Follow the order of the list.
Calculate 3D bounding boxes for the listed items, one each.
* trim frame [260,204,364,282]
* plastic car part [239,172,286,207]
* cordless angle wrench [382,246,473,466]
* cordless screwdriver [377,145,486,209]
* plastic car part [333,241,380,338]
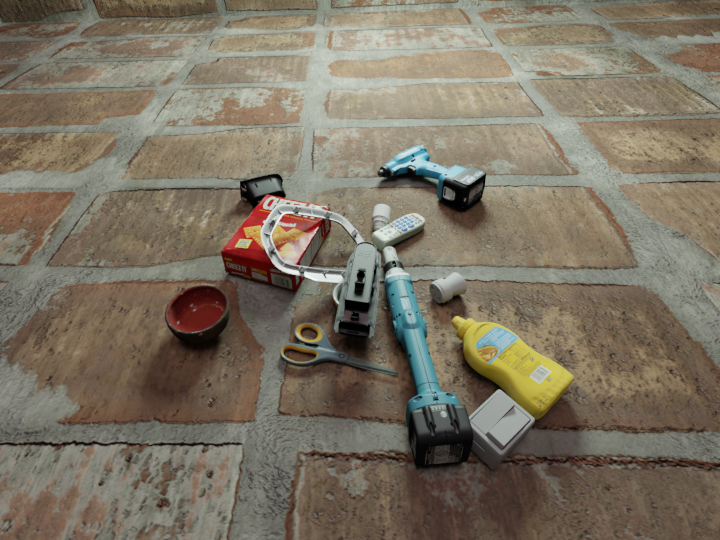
[{"bbox_3d":[-0.083,-0.055,0.853,0.237,0.028,0.190,7,55,-31],"label":"trim frame"},{"bbox_3d":[-0.238,-0.196,1.064,0.114,0.065,0.074,-17,62,-19],"label":"plastic car part"},{"bbox_3d":[0.084,0.099,0.721,0.074,0.094,0.439,-7,41,-3],"label":"cordless angle wrench"},{"bbox_3d":[0.174,-0.235,1.066,0.156,0.072,0.263,-30,47,-25],"label":"cordless screwdriver"},{"bbox_3d":[-0.001,0.019,0.752,0.067,0.064,0.207,1,41,9],"label":"plastic car part"}]
